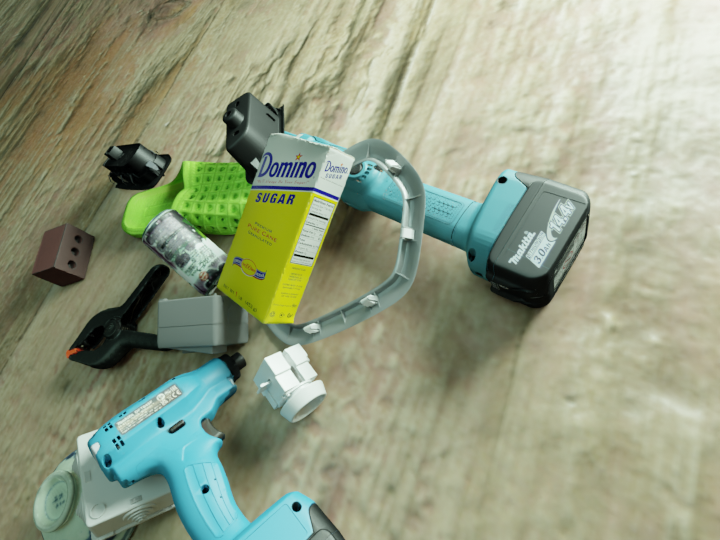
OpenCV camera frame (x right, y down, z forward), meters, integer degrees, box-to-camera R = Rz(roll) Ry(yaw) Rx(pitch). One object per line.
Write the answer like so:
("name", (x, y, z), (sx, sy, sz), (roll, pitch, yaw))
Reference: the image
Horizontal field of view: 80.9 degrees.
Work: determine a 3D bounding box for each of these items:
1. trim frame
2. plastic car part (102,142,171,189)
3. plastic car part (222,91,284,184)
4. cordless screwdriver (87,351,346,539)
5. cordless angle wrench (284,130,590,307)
("trim frame", (-0.043, -0.028, 0.435), (0.254, 0.026, 0.190), (-30, 64, 34))
("plastic car part", (-0.341, -0.161, 0.634), (0.214, 0.063, 0.066), (17, 65, 44))
("plastic car part", (-0.135, -0.170, 0.512), (0.067, 0.067, 0.121), (-25, 49, 22))
("cordless screwdriver", (-0.103, 0.182, 0.366), (0.261, 0.072, 0.155), (32, 47, 28))
("cordless angle wrench", (0.007, -0.099, 0.466), (0.447, 0.070, 0.098), (29, 81, 35))
